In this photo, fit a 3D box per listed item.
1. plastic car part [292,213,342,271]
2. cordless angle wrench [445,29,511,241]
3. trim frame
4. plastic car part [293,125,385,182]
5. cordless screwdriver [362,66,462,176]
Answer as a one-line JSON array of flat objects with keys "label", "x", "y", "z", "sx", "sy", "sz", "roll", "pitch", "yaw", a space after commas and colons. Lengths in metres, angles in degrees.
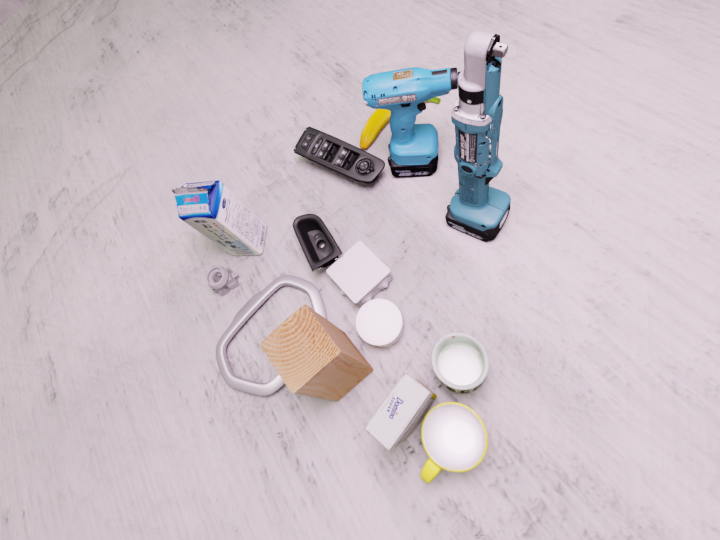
[{"label": "plastic car part", "x": -0.081, "y": -0.053, "z": 0.828, "sx": 0.066, "sy": 0.068, "sz": 0.121, "roll": -31, "pitch": 63, "yaw": 4}, {"label": "cordless angle wrench", "x": 0.165, "y": -0.162, "z": 0.597, "sx": 0.102, "sy": 0.404, "sz": 0.074, "roll": 29, "pitch": 80, "yaw": 23}, {"label": "trim frame", "x": -0.172, "y": 0.120, "z": 0.812, "sx": 0.193, "sy": 0.026, "sz": 0.248, "roll": 38, "pitch": 85, "yaw": 28}, {"label": "plastic car part", "x": -0.042, "y": -0.231, "z": 0.889, "sx": 0.213, "sy": 0.064, "sz": 0.066, "roll": 28, "pitch": 80, "yaw": 26}, {"label": "cordless screwdriver", "x": 0.107, "y": -0.261, "z": 0.752, "sx": 0.164, "sy": 0.238, "sz": 0.075, "roll": 0, "pitch": 70, "yaw": 16}]
